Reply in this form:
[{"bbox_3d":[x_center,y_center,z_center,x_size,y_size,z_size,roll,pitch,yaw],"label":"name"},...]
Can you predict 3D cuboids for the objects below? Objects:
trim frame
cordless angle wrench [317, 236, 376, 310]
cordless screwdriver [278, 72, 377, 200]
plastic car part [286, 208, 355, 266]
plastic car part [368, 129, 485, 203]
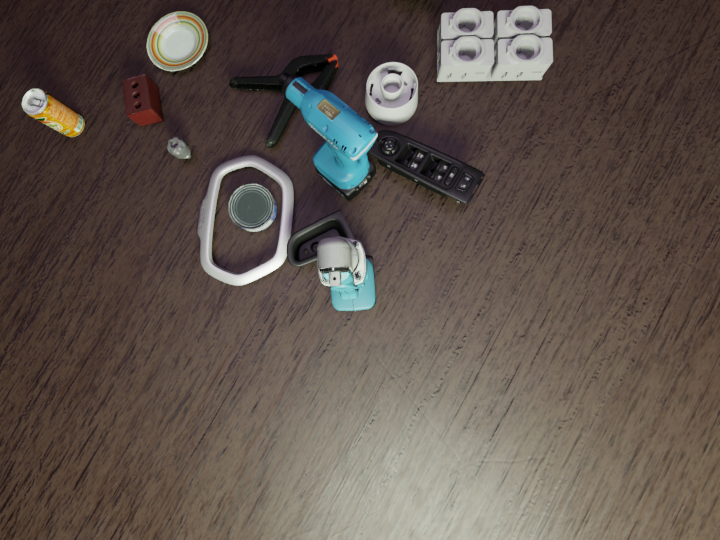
[{"bbox_3d":[-0.216,-0.096,0.785,0.186,0.027,0.250,2,82,7],"label":"trim frame"},{"bbox_3d":[-0.017,0.003,0.549,0.075,0.416,0.099,-4,84,1],"label":"cordless angle wrench"},{"bbox_3d":[-0.048,-0.206,0.672,0.162,0.245,0.074,43,87,7],"label":"cordless screwdriver"},{"bbox_3d":[-0.072,-0.047,0.739,0.117,0.070,0.067,-25,82,2],"label":"plastic car part"},{"bbox_3d":[0.106,-0.182,0.740,0.207,0.066,0.066,31,86,10],"label":"plastic car part"}]
